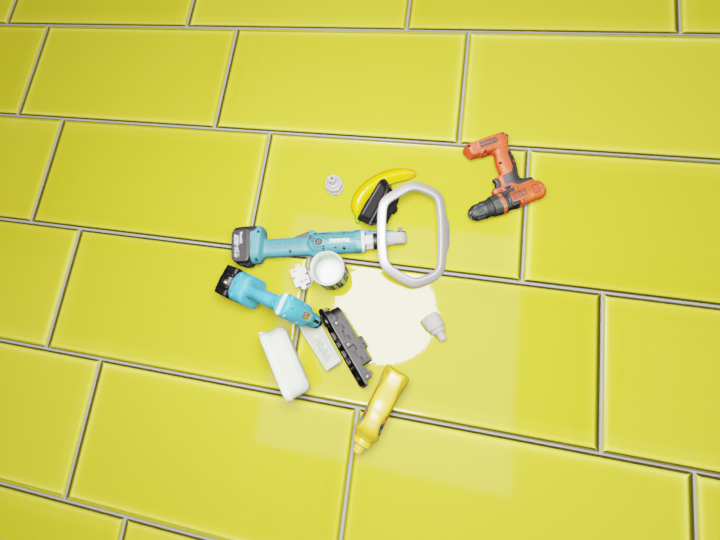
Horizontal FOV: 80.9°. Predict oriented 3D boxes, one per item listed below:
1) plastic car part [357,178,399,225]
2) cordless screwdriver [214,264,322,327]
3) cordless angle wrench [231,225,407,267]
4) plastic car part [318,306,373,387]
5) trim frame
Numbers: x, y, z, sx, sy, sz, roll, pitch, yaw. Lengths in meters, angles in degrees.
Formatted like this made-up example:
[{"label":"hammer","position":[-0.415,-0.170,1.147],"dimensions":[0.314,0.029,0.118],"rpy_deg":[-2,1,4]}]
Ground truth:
[{"label":"plastic car part","position":[0.056,-0.155,1.027],"dimensions":[0.116,0.067,0.069],"rpy_deg":[-58,31,2]},{"label":"cordless screwdriver","position":[-0.212,0.070,0.986],"dimensions":[0.262,0.150,0.074],"rpy_deg":[18,77,34]},{"label":"cordless angle wrench","position":[-0.101,-0.066,1.036],"dimensions":[0.427,0.072,0.099],"rpy_deg":[-3,78,6]},{"label":"plastic car part","position":[-0.028,0.164,0.971],"dimensions":[0.066,0.065,0.209],"rpy_deg":[-33,74,-11]},{"label":"trim frame","position":[0.127,-0.085,0.992],"dimensions":[0.181,0.028,0.249],"rpy_deg":[-1,86,-9]}]
